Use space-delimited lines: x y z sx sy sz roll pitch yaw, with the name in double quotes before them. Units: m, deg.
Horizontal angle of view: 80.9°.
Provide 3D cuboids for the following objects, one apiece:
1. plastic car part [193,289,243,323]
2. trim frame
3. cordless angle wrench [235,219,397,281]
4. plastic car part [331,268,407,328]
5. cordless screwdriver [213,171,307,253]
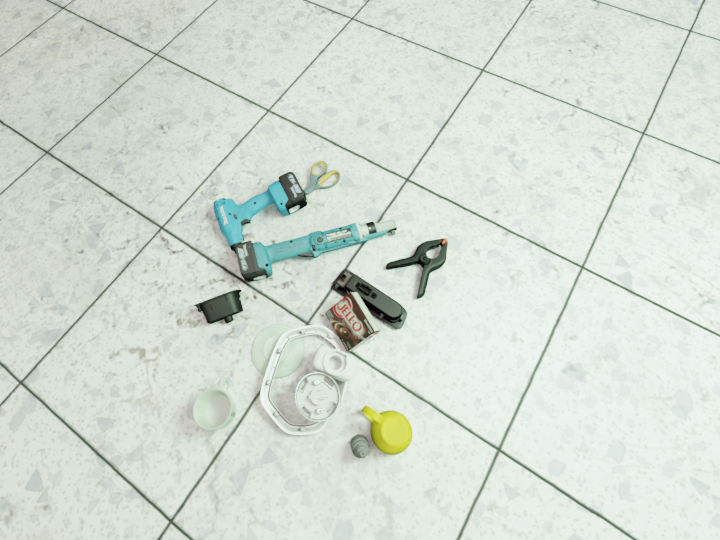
"plastic car part" -0.343 0.097 1.049 0.115 0.066 0.072 -18 82 -9
"trim frame" -0.124 0.244 0.969 0.184 0.027 0.251 18 66 -1
"cordless angle wrench" -0.108 -0.070 1.101 0.419 0.073 0.100 -15 77 -7
"plastic car part" 0.027 0.063 1.039 0.209 0.065 0.066 35 64 14
"cordless screwdriver" -0.264 -0.156 1.146 0.249 0.073 0.163 -22 76 -1
